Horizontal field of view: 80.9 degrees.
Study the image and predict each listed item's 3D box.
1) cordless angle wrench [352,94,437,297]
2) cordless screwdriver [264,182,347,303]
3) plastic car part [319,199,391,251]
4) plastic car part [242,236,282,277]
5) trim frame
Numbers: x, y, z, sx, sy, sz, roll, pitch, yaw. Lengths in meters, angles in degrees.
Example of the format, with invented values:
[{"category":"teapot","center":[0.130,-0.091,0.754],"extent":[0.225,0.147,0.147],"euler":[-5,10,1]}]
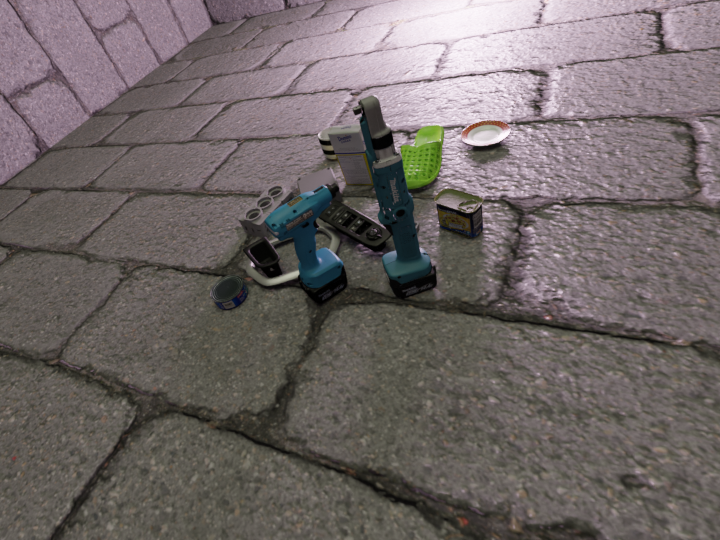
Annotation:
[{"category":"cordless angle wrench","center":[0.062,-0.115,0.758],"extent":[0.098,0.403,0.078],"euler":[-19,43,1]},{"category":"cordless screwdriver","center":[-0.086,-0.056,0.881],"extent":[0.157,0.237,0.079],"euler":[-34,45,-14]},{"category":"plastic car part","center":[-0.011,-0.099,1.017],"extent":[0.065,0.064,0.215],"euler":[-41,47,-20]},{"category":"plastic car part","center":[-0.227,-0.019,1.025],"extent":[0.065,0.067,0.123],"euler":[-33,44,-13]},{"category":"trim frame","center":[-0.168,-0.042,1.054],"extent":[0.249,0.026,0.193],"euler":[-22,43,1]}]
